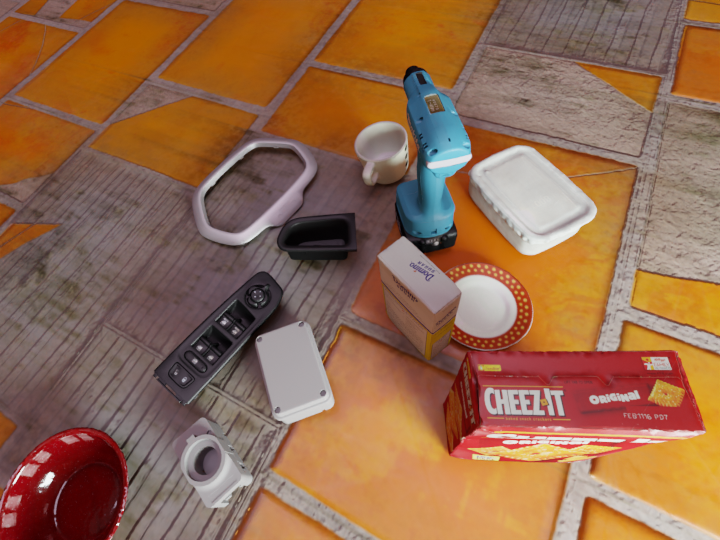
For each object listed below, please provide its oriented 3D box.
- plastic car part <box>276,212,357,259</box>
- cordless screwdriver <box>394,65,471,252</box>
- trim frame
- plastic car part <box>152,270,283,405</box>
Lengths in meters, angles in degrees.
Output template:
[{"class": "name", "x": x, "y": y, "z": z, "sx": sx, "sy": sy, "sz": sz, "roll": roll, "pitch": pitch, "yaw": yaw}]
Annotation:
[{"class": "plastic car part", "x": -0.063, "y": -0.041, "z": 0.645, "sx": 0.118, "sy": 0.068, "sz": 0.068, "roll": -4, "pitch": 60, "yaw": 6}, {"class": "cordless screwdriver", "x": 0.087, "y": -0.139, "z": 0.578, "sx": 0.074, "sy": 0.240, "sz": 0.165, "roll": -11, "pitch": 61, "yaw": -1}, {"class": "trim frame", "x": -0.189, "y": -0.147, "z": 0.751, "sx": 0.192, "sy": 0.026, "sz": 0.247, "roll": 33, "pitch": 70, "yaw": 24}, {"class": "plastic car part", "x": -0.183, "y": 0.091, "z": 0.591, "sx": 0.069, "sy": 0.064, "sz": 0.202, "roll": 32, "pitch": 69, "yaw": 22}]
